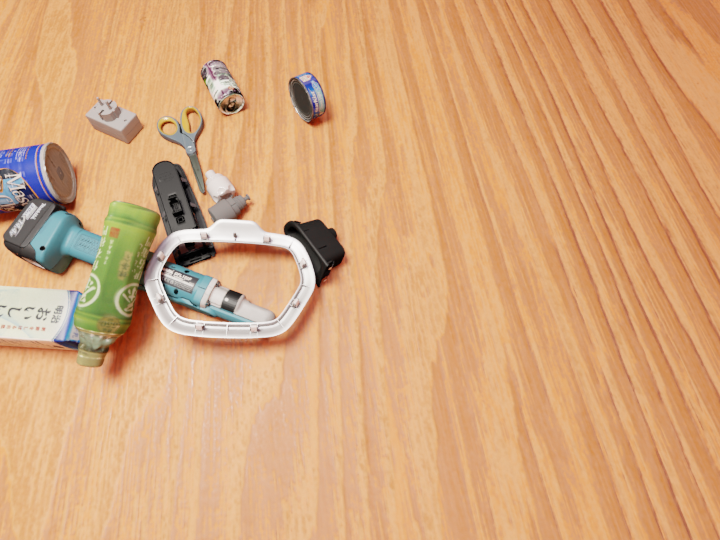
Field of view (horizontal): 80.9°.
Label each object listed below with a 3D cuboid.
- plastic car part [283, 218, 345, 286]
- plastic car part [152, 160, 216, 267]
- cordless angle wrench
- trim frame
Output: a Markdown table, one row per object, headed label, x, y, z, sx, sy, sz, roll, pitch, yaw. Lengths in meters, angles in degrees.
| label | x | y | z | sx | sy | sz | roll | pitch | yaw |
| --- | --- | --- | --- | --- | --- | --- | --- | --- | --- |
| plastic car part | -0.068 | -0.044 | 0.691 | 0.069 | 0.065 | 0.121 | -20 | 64 | -29 |
| plastic car part | -0.311 | -0.108 | 0.712 | 0.066 | 0.065 | 0.211 | -24 | 65 | -7 |
| cordless angle wrench | -0.329 | 0.004 | 0.654 | 0.427 | 0.073 | 0.099 | 20 | 66 | 5 |
| trim frame | -0.190 | 0.008 | 0.623 | 0.246 | 0.027 | 0.189 | 2 | 62 | -5 |
